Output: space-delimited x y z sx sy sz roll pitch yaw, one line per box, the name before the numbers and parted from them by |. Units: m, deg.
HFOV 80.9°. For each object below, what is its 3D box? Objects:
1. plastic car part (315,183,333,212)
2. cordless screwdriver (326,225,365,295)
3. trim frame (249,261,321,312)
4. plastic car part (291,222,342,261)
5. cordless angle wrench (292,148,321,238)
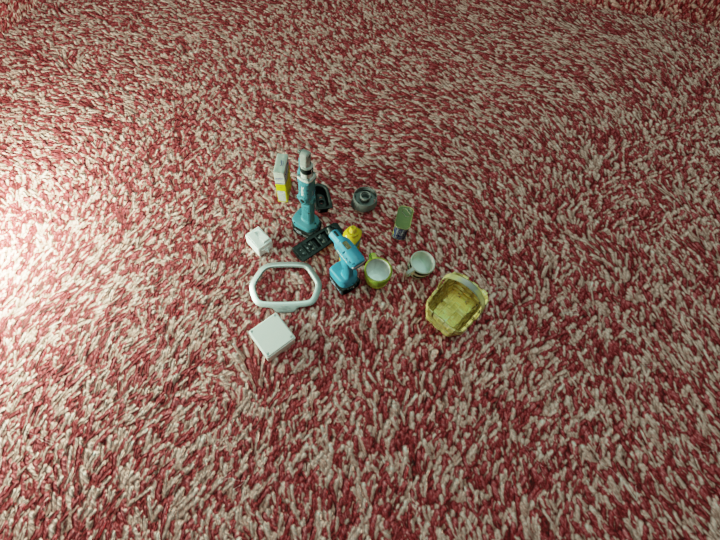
plastic car part | -0.146 -0.265 1.602 0.065 0.069 0.120 -8 62 -8
cordless screwdriver | -0.061 -0.031 1.374 0.073 0.243 0.165 -31 69 -20
trim frame | -0.257 0.054 1.447 0.248 0.027 0.189 -2 61 -2
plastic car part | -0.148 -0.097 1.510 0.200 0.065 0.069 -37 70 -20
cordless angle wrench | -0.178 -0.247 1.395 0.100 0.414 0.074 31 64 9
